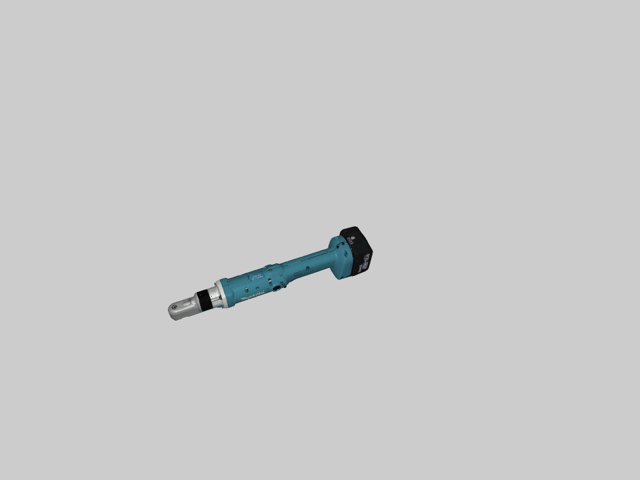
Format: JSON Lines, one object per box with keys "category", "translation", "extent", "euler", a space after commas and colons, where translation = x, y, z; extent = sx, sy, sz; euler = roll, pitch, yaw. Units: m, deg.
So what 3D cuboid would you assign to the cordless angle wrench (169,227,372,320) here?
{"category": "cordless angle wrench", "translation": [-0.097, 0.078, 0.872], "extent": [0.422, 0.074, 0.098], "euler": [-17, -35, -17]}
